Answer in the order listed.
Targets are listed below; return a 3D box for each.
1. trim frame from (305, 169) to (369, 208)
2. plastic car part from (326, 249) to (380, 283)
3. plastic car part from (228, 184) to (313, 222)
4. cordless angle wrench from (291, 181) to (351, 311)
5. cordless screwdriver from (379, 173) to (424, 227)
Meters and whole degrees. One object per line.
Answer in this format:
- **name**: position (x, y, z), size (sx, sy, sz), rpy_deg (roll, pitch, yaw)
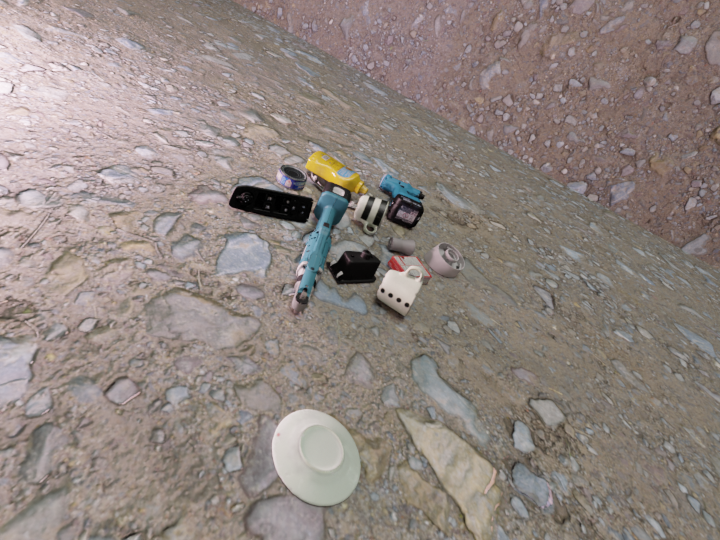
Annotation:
- **trim frame**: position (-0.062, -0.261, 1.295), size (0.176, 0.027, 0.261), rpy_deg (-12, 47, -46)
- **plastic car part**: position (-0.005, -0.015, 0.944), size (0.111, 0.070, 0.069), rpy_deg (-1, 44, -33)
- **plastic car part**: position (-0.219, -0.170, 1.022), size (0.194, 0.066, 0.071), rpy_deg (5, 29, -30)
- **cordless angle wrench**: position (-0.092, -0.060, 0.941), size (0.073, 0.097, 0.431), rpy_deg (23, 37, -10)
- **cordless screwdriver**: position (0.150, -0.222, 1.348), size (0.156, 0.074, 0.256), rpy_deg (19, 29, -14)
